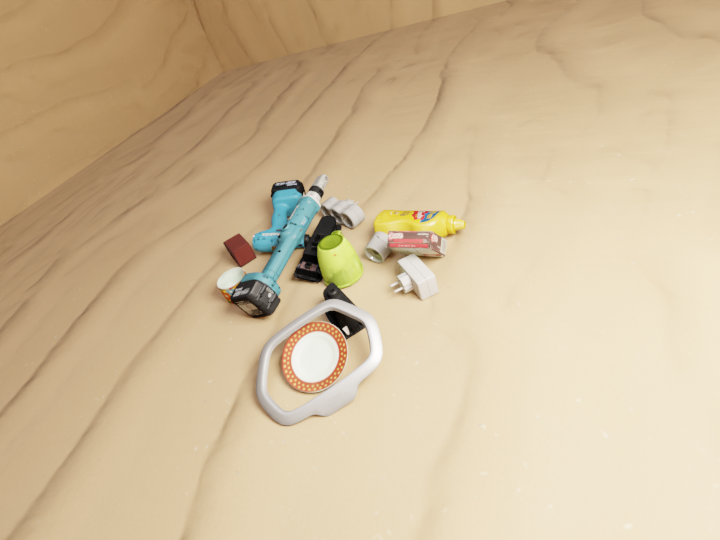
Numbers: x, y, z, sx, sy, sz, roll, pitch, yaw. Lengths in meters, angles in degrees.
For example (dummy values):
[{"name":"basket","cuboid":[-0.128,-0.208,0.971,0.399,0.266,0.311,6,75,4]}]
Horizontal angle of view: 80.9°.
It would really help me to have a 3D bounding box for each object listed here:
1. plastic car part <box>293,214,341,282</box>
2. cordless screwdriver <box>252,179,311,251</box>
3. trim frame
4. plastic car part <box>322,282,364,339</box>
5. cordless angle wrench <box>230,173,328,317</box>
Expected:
[{"name":"plastic car part","cuboid":[-0.098,-0.064,1.007,0.068,0.064,0.204,6,42,15]},{"name":"cordless screwdriver","cuboid":[-0.189,-0.147,1.150,0.162,0.071,0.255,-3,45,10]},{"name":"trim frame","cuboid":[-0.077,0.155,0.735,0.248,0.026,0.194,-35,52,0]},{"name":"plastic car part","cuboid":[-0.041,0.067,0.825,0.065,0.068,0.123,-31,41,-11]},{"name":"cordless angle wrench","cuboid":[-0.164,-0.085,1.008,0.102,0.071,0.426,-14,42,44]}]
